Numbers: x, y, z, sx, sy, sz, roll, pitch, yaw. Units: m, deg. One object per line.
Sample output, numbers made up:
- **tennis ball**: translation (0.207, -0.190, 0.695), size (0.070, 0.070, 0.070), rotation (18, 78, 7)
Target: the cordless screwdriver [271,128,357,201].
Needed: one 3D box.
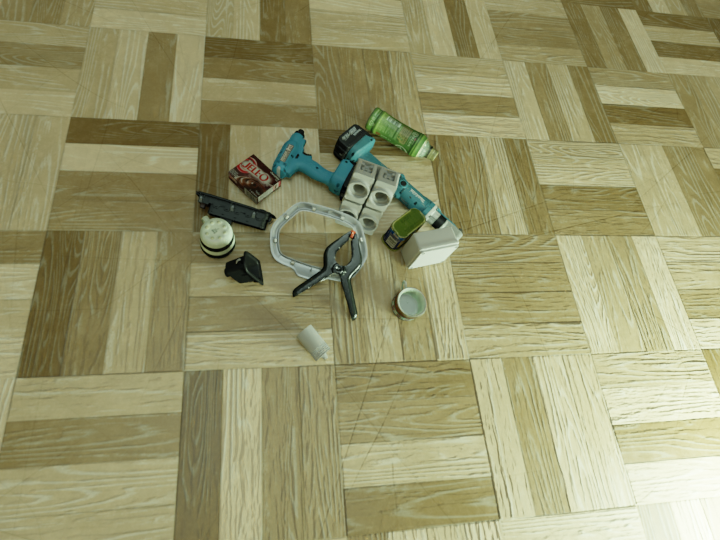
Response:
- **cordless screwdriver**: translation (-0.099, -0.287, 1.146), size (0.251, 0.073, 0.160), rotation (21, 65, 4)

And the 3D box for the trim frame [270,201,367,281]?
- **trim frame**: translation (-0.102, -0.067, 1.047), size (0.246, 0.028, 0.184), rotation (18, 90, -4)

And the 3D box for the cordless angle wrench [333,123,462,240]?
- **cordless angle wrench**: translation (0.108, -0.228, 1.156), size (0.429, 0.074, 0.097), rotation (43, 66, 7)

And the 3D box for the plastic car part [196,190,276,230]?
- **plastic car part**: translation (-0.312, -0.144, 1.055), size (0.201, 0.066, 0.068), rotation (12, 76, -4)

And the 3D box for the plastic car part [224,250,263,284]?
- **plastic car part**: translation (-0.277, -0.002, 0.980), size (0.072, 0.112, 0.068), rotation (-17, 72, 6)
